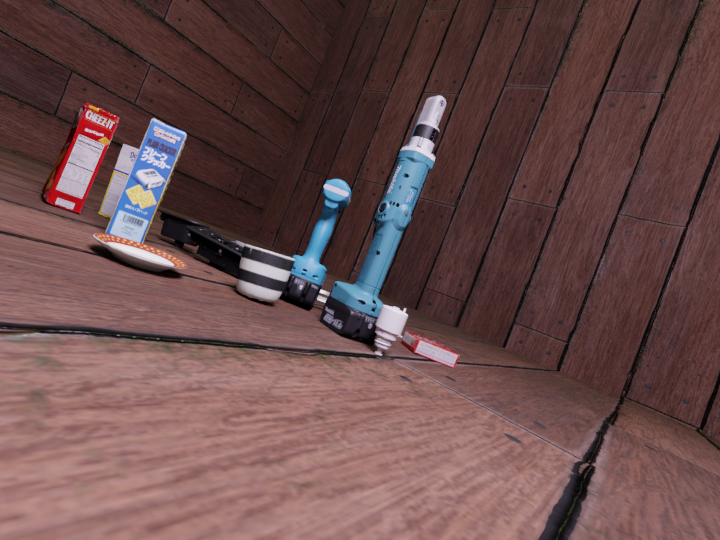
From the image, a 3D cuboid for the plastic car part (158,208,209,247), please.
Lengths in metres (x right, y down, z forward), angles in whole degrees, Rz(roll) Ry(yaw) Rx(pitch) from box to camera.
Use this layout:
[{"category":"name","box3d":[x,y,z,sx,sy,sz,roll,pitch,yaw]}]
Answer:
[{"category":"plastic car part","box3d":[-0.409,-0.089,0.962,0.122,0.071,0.063,22,0,24]}]

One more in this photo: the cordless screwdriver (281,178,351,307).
[{"category":"cordless screwdriver","box3d":[-0.082,-0.054,0.840,0.075,0.249,0.158,22,-1,0]}]

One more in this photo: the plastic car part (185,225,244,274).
[{"category":"plastic car part","box3d":[-0.267,-0.029,0.854,0.209,0.067,0.064,22,0,16]}]

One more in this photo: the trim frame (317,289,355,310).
[{"category":"trim frame","box3d":[-0.096,0.059,0.972,0.175,0.027,0.261,22,0,-34]}]

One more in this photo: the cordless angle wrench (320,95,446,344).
[{"category":"cordless angle wrench","box3d":[0.054,-0.092,0.700,0.071,0.423,0.103,22,-1,-32]}]
